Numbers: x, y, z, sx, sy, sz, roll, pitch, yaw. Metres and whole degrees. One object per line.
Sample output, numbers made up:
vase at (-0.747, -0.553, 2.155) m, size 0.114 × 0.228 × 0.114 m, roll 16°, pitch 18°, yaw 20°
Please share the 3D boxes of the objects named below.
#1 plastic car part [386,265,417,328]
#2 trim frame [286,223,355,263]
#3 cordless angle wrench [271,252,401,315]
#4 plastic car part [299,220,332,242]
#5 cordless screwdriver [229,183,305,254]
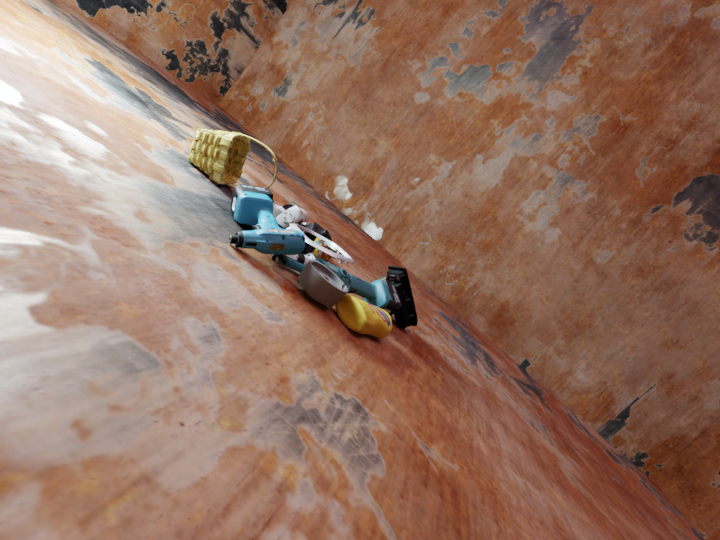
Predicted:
plastic car part at (0.119, 0.089, 1.238) m, size 0.069 × 0.066 × 0.196 m, roll 1°, pitch -61°, yaw 40°
trim frame at (-0.109, -0.071, 1.110) m, size 0.177 × 0.027 × 0.259 m, roll 26°, pitch 10°, yaw -25°
cordless angle wrench at (-0.057, 0.022, 1.059) m, size 0.399 × 0.075 × 0.102 m, roll 26°, pitch 37°, yaw -40°
plastic car part at (-0.135, -0.112, 1.341) m, size 0.111 × 0.073 × 0.067 m, roll 35°, pitch 50°, yaw -26°
cordless screwdriver at (-0.240, -0.114, 0.948) m, size 0.152 × 0.073 × 0.263 m, roll 1°, pitch 30°, yaw -32°
